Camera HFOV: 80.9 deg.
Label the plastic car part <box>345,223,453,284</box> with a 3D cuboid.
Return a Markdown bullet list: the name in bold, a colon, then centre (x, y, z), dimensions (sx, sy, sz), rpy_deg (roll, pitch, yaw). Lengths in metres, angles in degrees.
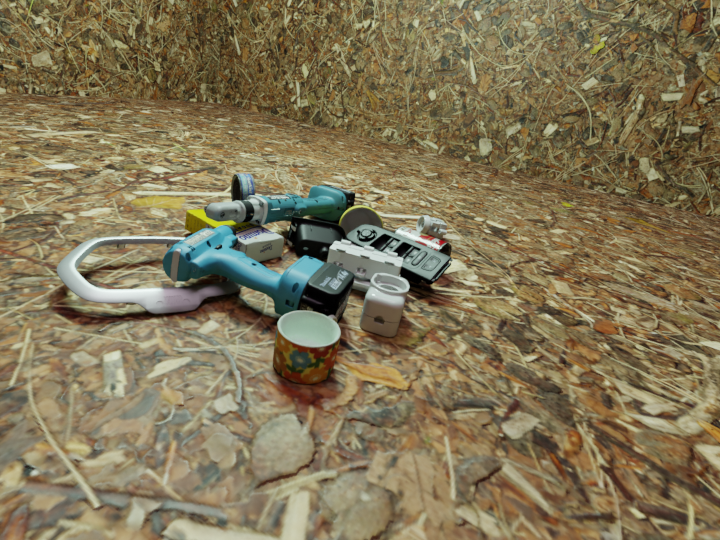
- **plastic car part**: centre (0.064, -0.029, 0.775), dimensions (0.214, 0.064, 0.066), rpy_deg (30, 66, 33)

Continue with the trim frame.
- **trim frame**: centre (-0.291, -0.002, 0.608), dimensions (0.237, 0.027, 0.195), rpy_deg (-2, 31, -39)

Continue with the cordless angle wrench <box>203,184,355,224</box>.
- **cordless angle wrench**: centre (-0.146, -0.129, 0.860), dimensions (0.102, 0.073, 0.409), rpy_deg (21, 20, 23)

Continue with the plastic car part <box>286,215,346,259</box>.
- **plastic car part**: centre (-0.078, -0.051, 0.798), dimensions (0.114, 0.065, 0.073), rpy_deg (9, 38, -12)

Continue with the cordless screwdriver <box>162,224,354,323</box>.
- **cordless screwdriver**: centre (-0.135, -0.002, 0.608), dimensions (0.253, 0.073, 0.158), rpy_deg (19, 25, 9)
